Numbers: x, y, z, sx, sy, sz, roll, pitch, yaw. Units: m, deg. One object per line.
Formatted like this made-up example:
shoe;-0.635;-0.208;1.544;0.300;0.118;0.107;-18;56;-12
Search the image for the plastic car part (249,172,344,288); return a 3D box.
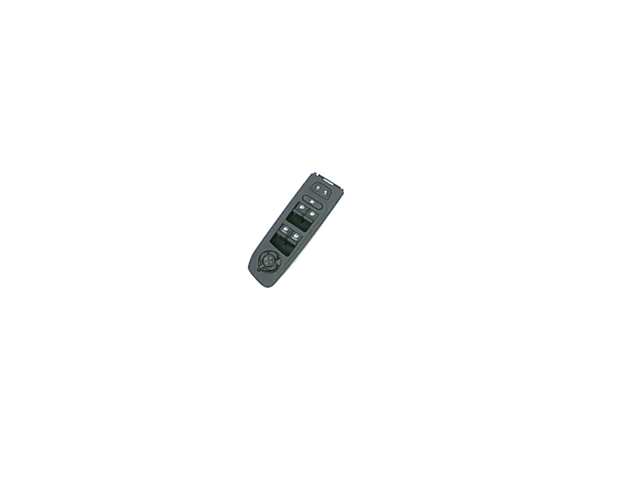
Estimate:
plastic car part;-0.044;-0.012;0.703;0.066;0.202;0.067;35;-13;5
